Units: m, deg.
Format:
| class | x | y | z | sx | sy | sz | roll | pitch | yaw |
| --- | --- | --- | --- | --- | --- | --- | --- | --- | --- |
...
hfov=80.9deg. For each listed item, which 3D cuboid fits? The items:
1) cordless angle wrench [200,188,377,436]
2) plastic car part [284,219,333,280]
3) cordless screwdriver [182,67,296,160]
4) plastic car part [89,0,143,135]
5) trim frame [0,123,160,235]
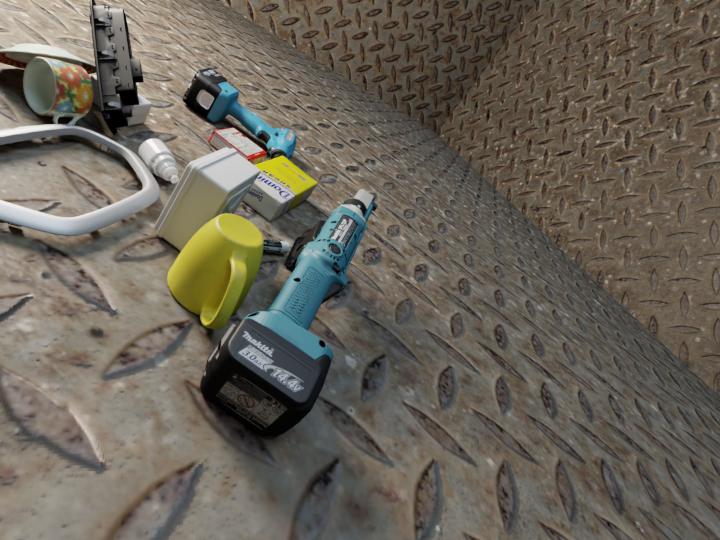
| class | x | y | z | sx | sy | sz | roll | pitch | yaw |
| --- | --- | --- | --- | --- | --- | --- | --- | --- | --- |
| cordless angle wrench | -0.044 | -0.008 | 0.522 | 0.097 | 0.075 | 0.425 | 33 | 36 | -7 |
| plastic car part | -0.063 | -0.041 | 0.647 | 0.064 | 0.071 | 0.119 | 32 | 29 | -15 |
| cordless screwdriver | -0.246 | -0.313 | 0.886 | 0.241 | 0.075 | 0.163 | 32 | 26 | -16 |
| plastic car part | -0.358 | -0.307 | 0.617 | 0.066 | 0.066 | 0.206 | -15 | 81 | -10 |
| trim frame | -0.342 | -0.113 | 0.483 | 0.183 | 0.027 | 0.250 | 34 | 27 | -6 |
